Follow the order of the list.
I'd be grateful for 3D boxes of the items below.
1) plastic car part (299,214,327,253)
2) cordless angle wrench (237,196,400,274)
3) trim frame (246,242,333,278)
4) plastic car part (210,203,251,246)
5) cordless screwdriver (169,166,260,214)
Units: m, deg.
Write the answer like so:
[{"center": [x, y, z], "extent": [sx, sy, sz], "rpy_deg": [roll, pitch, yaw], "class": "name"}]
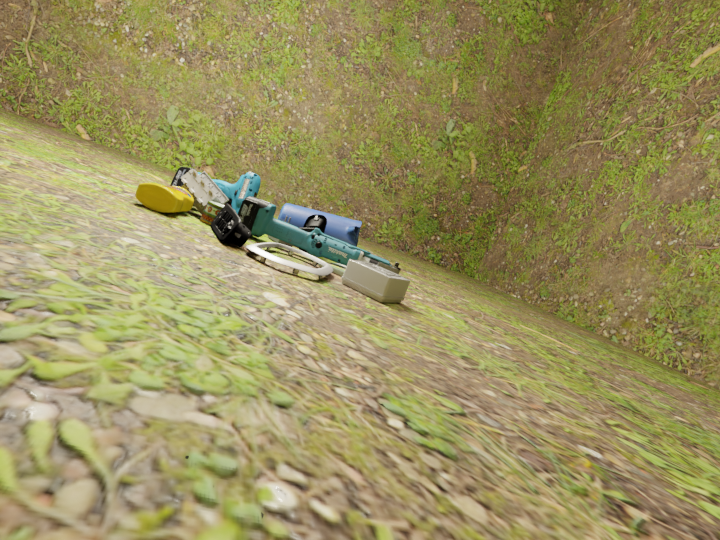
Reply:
[{"center": [-0.137, -0.093, 1.158], "extent": [0.066, 0.115, 0.071], "rpy_deg": [21, 29, -1], "class": "plastic car part"}, {"center": [-0.103, -0.068, 1.057], "extent": [0.426, 0.098, 0.074], "rpy_deg": [22, 6, 3], "class": "cordless angle wrench"}, {"center": [-0.149, -0.026, 0.897], "extent": [0.187, 0.027, 0.246], "rpy_deg": [22, 9, 4], "class": "trim frame"}, {"center": [-0.279, -0.091, 0.914], "extent": [0.064, 0.066, 0.211], "rpy_deg": [46, -6, -25], "class": "plastic car part"}, {"center": [-0.407, -0.202, 1.169], "extent": [0.256, 0.161, 0.071], "rpy_deg": [9, -18, 16], "class": "cordless screwdriver"}]
